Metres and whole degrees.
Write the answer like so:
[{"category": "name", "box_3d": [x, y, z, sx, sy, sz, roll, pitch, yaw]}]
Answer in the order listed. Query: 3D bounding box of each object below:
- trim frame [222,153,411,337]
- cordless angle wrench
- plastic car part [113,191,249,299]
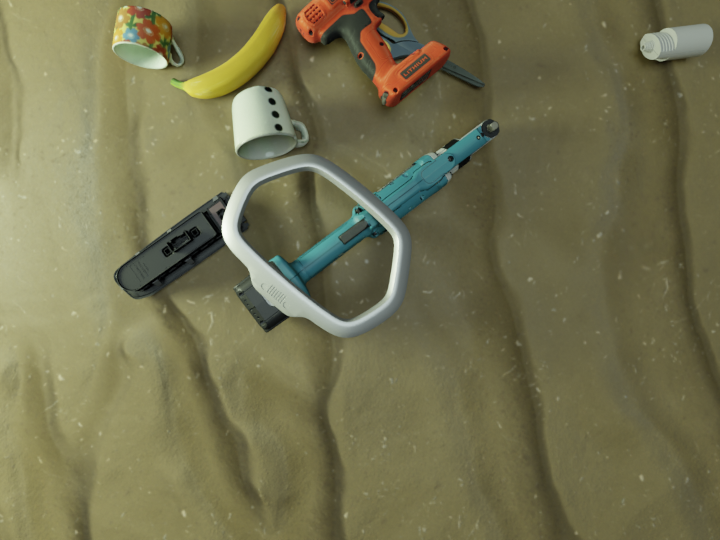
[{"category": "trim frame", "box_3d": [-0.051, -0.033, 0.517, 0.248, 0.027, 0.184, 39, 80, 0]}, {"category": "cordless angle wrench", "box_3d": [0.021, -0.076, 0.581, 0.421, 0.099, 0.074, -37, 94, -5]}, {"category": "plastic car part", "box_3d": [-0.257, -0.028, 0.589, 0.203, 0.068, 0.065, -35, 100, 2]}]
